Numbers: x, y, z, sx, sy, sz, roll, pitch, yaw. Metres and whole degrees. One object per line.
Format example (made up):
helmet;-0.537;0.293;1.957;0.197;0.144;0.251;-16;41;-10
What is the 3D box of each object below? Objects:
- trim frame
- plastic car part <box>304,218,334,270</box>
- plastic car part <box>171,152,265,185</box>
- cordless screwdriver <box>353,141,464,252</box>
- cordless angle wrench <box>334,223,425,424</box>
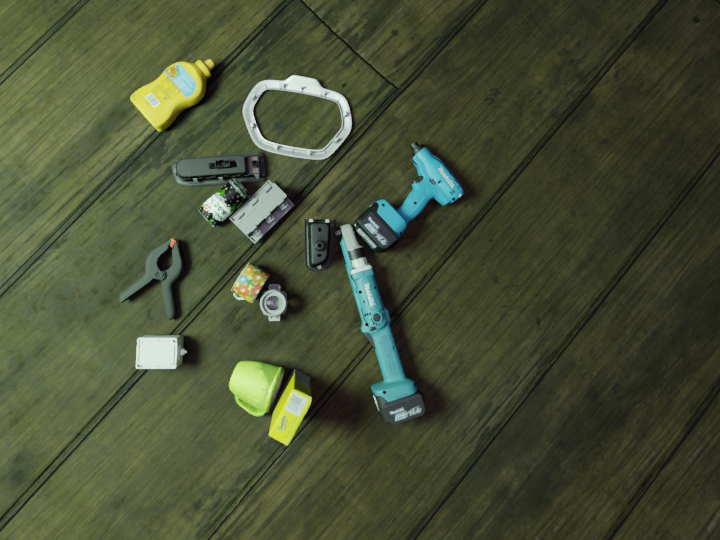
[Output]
trim frame;-0.143;-0.348;0.957;0.248;0.027;0.185;10;84;-1
plastic car part;-0.089;-0.058;0.912;0.066;0.071;0.117;1;83;-5
plastic car part;-0.313;-0.221;0.921;0.203;0.067;0.066;-5;94;-1
cordless screwdriver;0.091;-0.162;0.932;0.247;0.074;0.160;-38;89;-10
cordless angle wrench;0.029;0.102;0.907;0.097;0.074;0.427;-16;84;-6
